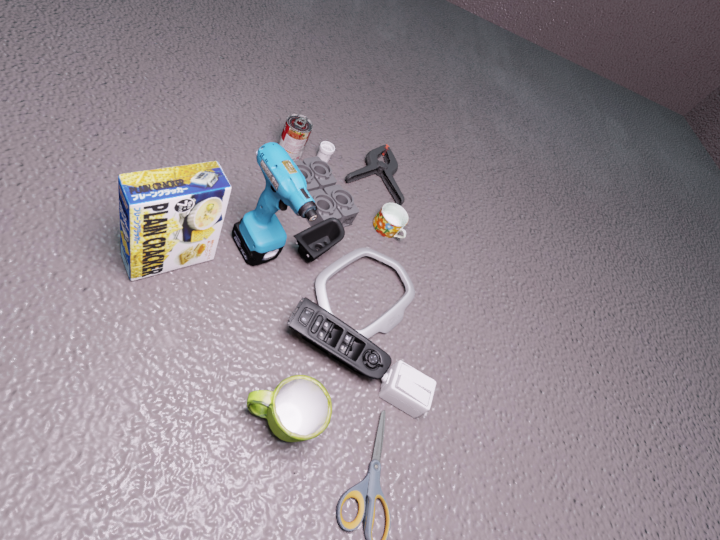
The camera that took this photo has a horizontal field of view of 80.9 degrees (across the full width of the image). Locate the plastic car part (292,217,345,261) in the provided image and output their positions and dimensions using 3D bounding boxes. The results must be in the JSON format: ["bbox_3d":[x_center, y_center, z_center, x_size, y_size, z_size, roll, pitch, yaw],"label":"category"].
[{"bbox_3d":[-0.088,-0.058,0.900,0.068,0.071,0.114,47,50,12],"label":"plastic car part"}]

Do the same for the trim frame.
[{"bbox_3d":[0.012,0.045,0.893,0.189,0.027,0.243,45,50,13],"label":"trim frame"}]

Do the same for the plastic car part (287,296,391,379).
[{"bbox_3d":[-0.041,0.136,0.774,0.203,0.067,0.066,31,49,1],"label":"plastic car part"}]

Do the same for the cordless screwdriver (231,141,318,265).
[{"bbox_3d":[-0.158,-0.094,0.780,0.072,0.248,0.165,-19,67,-36],"label":"cordless screwdriver"}]
